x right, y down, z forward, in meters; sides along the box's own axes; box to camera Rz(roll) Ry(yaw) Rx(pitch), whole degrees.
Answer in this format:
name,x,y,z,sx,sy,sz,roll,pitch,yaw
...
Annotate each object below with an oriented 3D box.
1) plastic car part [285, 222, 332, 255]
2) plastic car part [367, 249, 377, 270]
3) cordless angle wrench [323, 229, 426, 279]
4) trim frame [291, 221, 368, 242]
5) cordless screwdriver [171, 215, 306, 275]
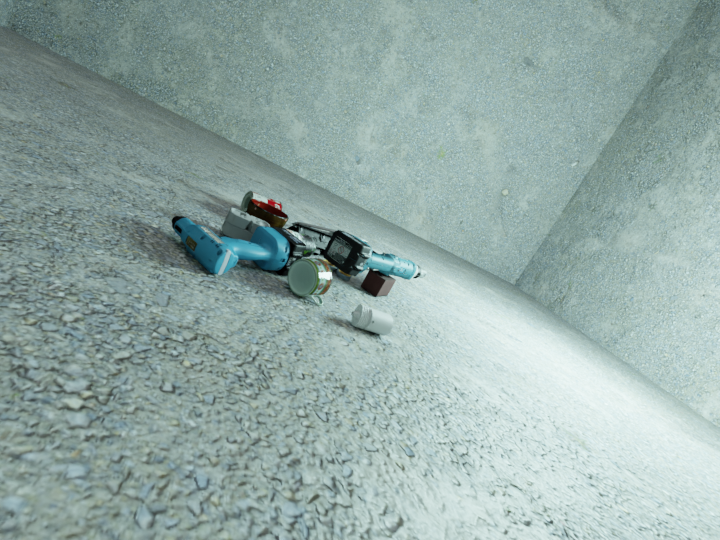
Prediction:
name,x,y,z,sx,sy,sz,roll,pitch,yaw
plastic car part,-0.114,-0.074,1.164,0.192,0.068,0.069,12,59,-44
plastic car part,0.011,-0.040,1.327,0.067,0.066,0.123,38,-1,-43
cordless angle wrench,0.070,-0.017,1.082,0.103,0.074,0.401,35,13,34
trim frame,-0.097,-0.111,1.280,0.257,0.027,0.178,13,0,18
cordless screwdriver,-0.233,-0.053,0.821,0.167,0.074,0.237,35,18,28
